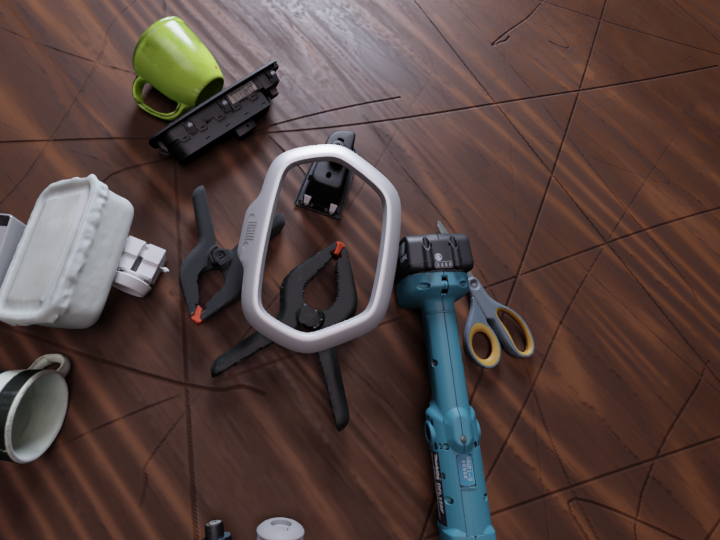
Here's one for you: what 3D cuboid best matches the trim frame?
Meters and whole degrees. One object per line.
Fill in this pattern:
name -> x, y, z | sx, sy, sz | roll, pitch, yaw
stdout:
trim frame -> -0.048, -0.031, 0.489 | 0.183, 0.027, 0.250 | 9, 79, -2

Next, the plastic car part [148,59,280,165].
plastic car part -> -0.187, -0.205, 0.573 | 0.200, 0.069, 0.065 | -36, 107, -18

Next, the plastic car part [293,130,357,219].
plastic car part -> -0.037, -0.138, 0.557 | 0.066, 0.071, 0.117 | 19, 73, -4

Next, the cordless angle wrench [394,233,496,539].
cordless angle wrench -> 0.098, 0.171, 0.457 | 0.074, 0.097, 0.430 | -3, 75, -8

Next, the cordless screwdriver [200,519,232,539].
cordless screwdriver -> -0.222, 0.335, 0.369 | 0.244, 0.074, 0.163 | -7, 72, -14
